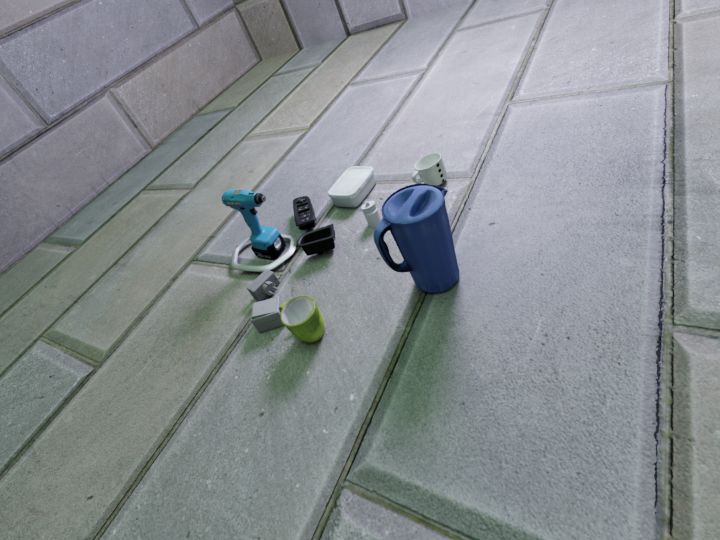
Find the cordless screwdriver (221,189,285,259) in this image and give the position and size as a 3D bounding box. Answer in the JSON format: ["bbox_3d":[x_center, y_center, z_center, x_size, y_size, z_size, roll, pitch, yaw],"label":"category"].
[{"bbox_3d":[-0.305,-0.142,1.286,0.167,0.237,0.074,7,48,35],"label":"cordless screwdriver"}]

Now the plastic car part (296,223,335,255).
[{"bbox_3d":[-0.122,-0.080,1.247,0.118,0.067,0.068,-19,39,10],"label":"plastic car part"}]

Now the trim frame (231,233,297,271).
[{"bbox_3d":[-0.316,-0.062,1.373,0.260,0.026,0.185,1,47,31],"label":"trim frame"}]

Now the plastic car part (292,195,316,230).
[{"bbox_3d":[-0.182,-0.187,1.402,0.066,0.064,0.212,-25,39,3],"label":"plastic car part"}]
